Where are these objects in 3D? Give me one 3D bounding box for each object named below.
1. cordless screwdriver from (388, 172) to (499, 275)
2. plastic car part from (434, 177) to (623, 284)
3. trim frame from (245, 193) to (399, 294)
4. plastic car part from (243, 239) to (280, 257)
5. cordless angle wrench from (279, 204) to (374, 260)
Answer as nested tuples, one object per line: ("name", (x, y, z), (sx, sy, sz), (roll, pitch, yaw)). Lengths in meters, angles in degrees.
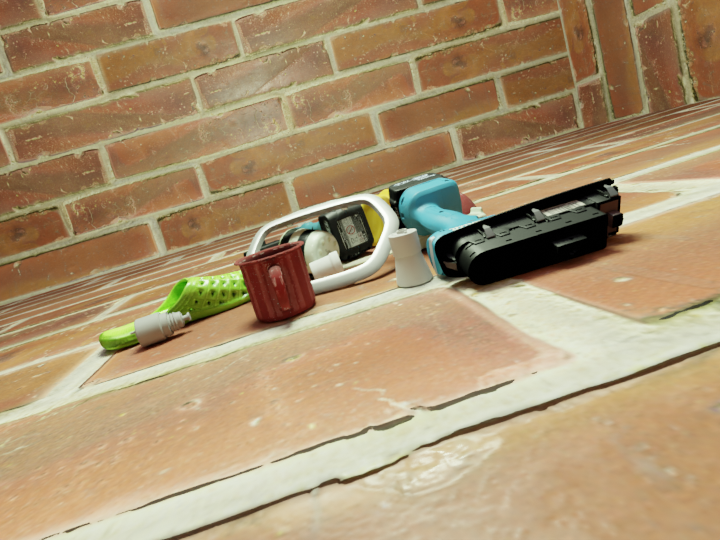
("cordless screwdriver", (0.139, -0.078, 0.586), (0.159, 0.072, 0.257), (-18, 25, -4))
("plastic car part", (0.181, -0.030, 0.439), (0.203, 0.063, 0.070), (-15, 36, 2))
("trim frame", (-0.063, -0.041, 0.645), (0.252, 0.026, 0.191), (-18, 51, 11))
("plastic car part", (-0.201, -0.034, 0.914), (0.113, 0.070, 0.069), (-21, 9, -35))
("cordless angle wrench", (-0.110, -0.075, 0.938), (0.073, 0.097, 0.438), (-24, 11, -23))
